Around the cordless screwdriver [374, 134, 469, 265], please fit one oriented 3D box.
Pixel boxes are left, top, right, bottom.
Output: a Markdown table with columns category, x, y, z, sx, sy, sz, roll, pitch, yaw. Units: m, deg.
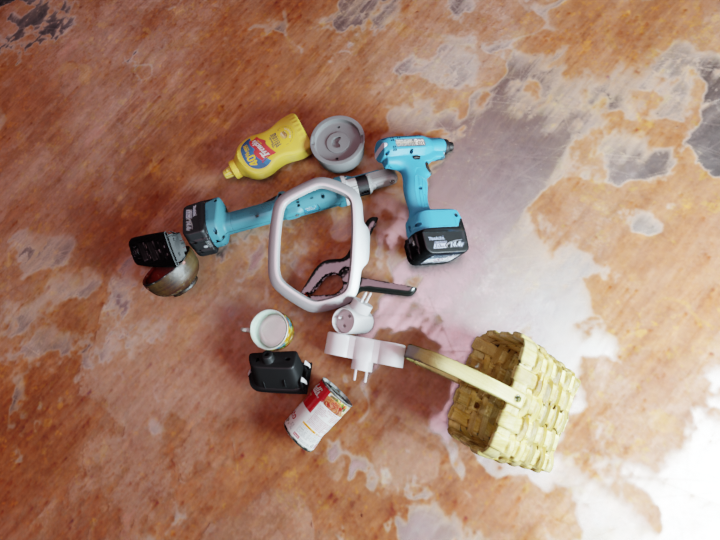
| category | x | y | z | sx | sy | sz | roll | pitch | yaw |
| --- | --- | --- | --- | --- | --- | --- | --- | --- | --- |
| cordless screwdriver | 0.131 | -0.139 | 0.777 | 0.155 | 0.074 | 0.254 | -9 | 73 | -19 |

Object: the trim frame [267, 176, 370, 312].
| category | x | y | z | sx | sy | sz | roll | pitch | yaw |
| --- | --- | --- | --- | --- | --- | --- | --- | --- | --- |
| trim frame | -0.075 | -0.049 | 0.767 | 0.185 | 0.027 | 0.251 | 1 | 80 | 3 |

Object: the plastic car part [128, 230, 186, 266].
| category | x | y | z | sx | sy | sz | roll | pitch | yaw |
| --- | --- | --- | --- | --- | --- | --- | --- | --- | --- |
| plastic car part | -0.395 | -0.047 | 0.827 | 0.212 | 0.064 | 0.066 | -3 | 27 | 40 |

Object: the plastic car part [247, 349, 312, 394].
| category | x | y | z | sx | sy | sz | roll | pitch | yaw |
| --- | --- | --- | --- | --- | --- | --- | --- | --- | --- |
| plastic car part | -0.150 | 0.171 | 0.744 | 0.118 | 0.068 | 0.067 | -1 | 37 | 9 |

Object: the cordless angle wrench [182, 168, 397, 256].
| category | x | y | z | sx | sy | sz | roll | pitch | yaw |
| --- | --- | --- | --- | --- | --- | --- | --- | --- | --- |
| cordless angle wrench | -0.134 | -0.131 | 0.832 | 0.424 | 0.071 | 0.102 | -15 | 54 | 2 |
